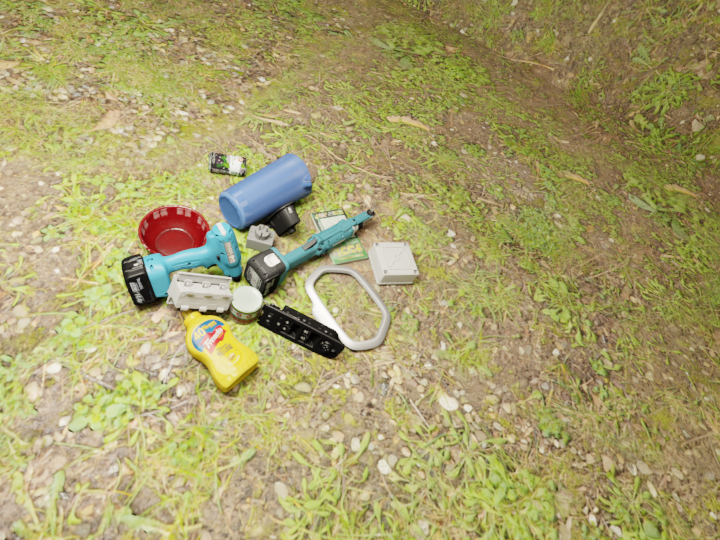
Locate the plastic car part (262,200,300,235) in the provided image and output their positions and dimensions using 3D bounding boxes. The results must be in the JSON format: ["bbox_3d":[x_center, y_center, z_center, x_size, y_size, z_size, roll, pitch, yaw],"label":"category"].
[{"bbox_3d":[-0.197,-0.127,1.110,0.064,0.120,0.070,-32,96,-36],"label":"plastic car part"}]

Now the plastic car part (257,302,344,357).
[{"bbox_3d":[-0.131,0.133,0.964,0.205,0.066,0.067,28,24,4],"label":"plastic car part"}]

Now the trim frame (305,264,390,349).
[{"bbox_3d":[-0.032,0.085,1.052,0.179,0.027,0.257,-25,67,-33],"label":"trim frame"}]

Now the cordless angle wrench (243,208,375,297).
[{"bbox_3d":[-0.107,-0.070,1.098,0.413,0.097,0.077,-33,72,-36],"label":"cordless angle wrench"}]

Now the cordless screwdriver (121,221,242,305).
[{"bbox_3d":[-0.385,0.002,0.941,0.244,0.153,0.078,-23,45,-18],"label":"cordless screwdriver"}]
